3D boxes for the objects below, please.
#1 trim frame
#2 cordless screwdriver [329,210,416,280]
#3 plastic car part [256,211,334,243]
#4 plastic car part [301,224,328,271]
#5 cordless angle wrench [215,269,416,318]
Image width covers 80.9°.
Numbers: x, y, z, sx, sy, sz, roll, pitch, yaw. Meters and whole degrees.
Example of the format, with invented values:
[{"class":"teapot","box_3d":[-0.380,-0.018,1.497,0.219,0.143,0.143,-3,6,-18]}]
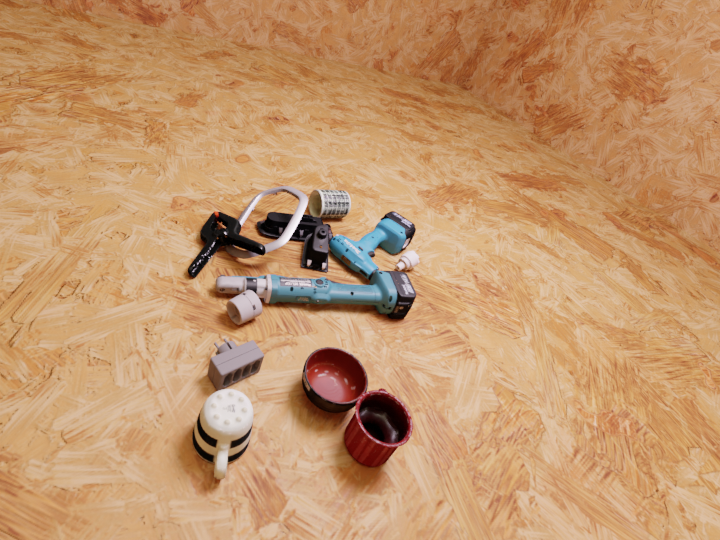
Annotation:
[{"class":"trim frame","box_3d":[-0.224,-0.119,1.003,0.191,0.026,0.251,2,51,22]},{"class":"cordless screwdriver","box_3d":[0.054,-0.060,1.094,0.166,0.073,0.241,40,45,24]},{"class":"plastic car part","box_3d":[-0.160,-0.112,1.075,0.197,0.066,0.069,2,47,-19]},{"class":"plastic car part","box_3d":[-0.099,-0.065,1.010,0.065,0.070,0.120,12,53,-13]},{"class":"cordless angle wrench","box_3d":[-0.092,0.043,0.900,0.411,0.073,0.102,4,39,-17]}]
